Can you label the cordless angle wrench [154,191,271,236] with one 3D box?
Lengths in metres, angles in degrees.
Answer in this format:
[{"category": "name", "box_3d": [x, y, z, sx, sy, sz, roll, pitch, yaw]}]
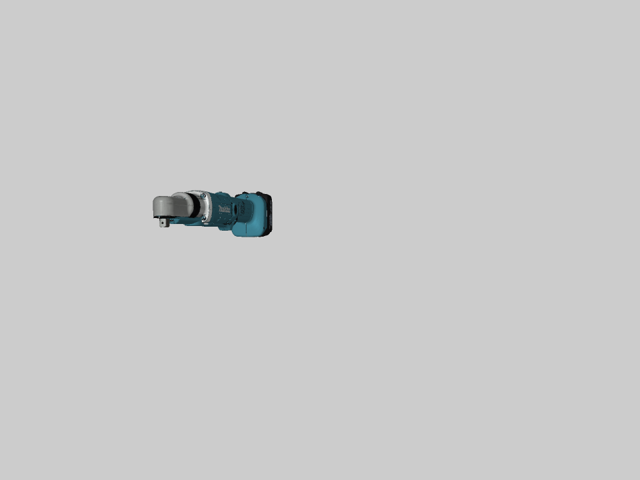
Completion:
[{"category": "cordless angle wrench", "box_3d": [-0.173, -0.050, 0.744, 0.074, 0.098, 0.422, 0, 2, 8]}]
